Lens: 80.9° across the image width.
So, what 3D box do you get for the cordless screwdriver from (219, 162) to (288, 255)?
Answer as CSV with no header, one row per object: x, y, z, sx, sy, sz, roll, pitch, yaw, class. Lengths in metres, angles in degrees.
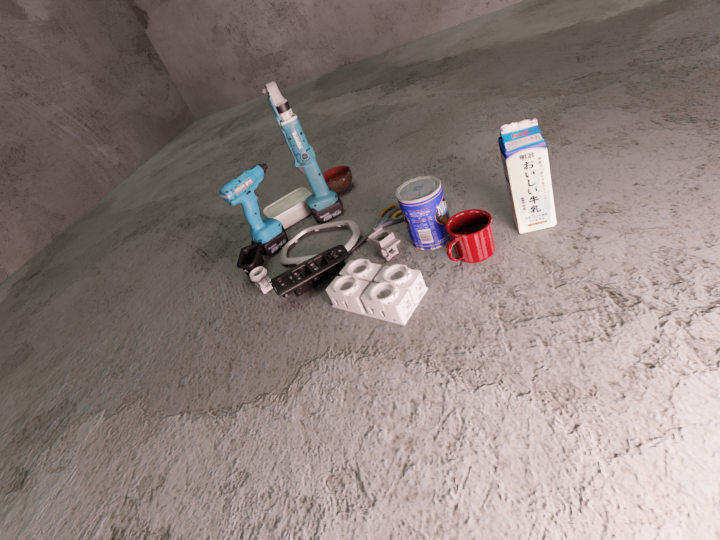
-0.286,-0.174,1.219,0.078,0.238,0.157,14,49,44,cordless screwdriver

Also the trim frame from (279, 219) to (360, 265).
-0.114,-0.074,1.165,0.257,0.026,0.186,-7,39,25,trim frame

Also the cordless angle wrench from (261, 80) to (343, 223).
-0.163,-0.328,1.194,0.098,0.404,0.078,-25,32,-1,cordless angle wrench

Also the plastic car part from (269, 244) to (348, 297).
-0.112,0.009,1.022,0.201,0.064,0.070,-33,34,-10,plastic car part

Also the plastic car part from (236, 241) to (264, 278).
-0.297,-0.017,1.170,0.067,0.068,0.120,-19,34,9,plastic car part
